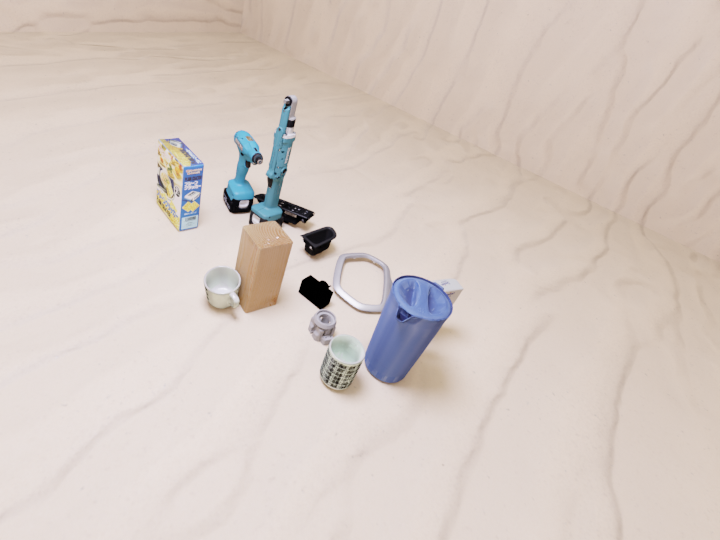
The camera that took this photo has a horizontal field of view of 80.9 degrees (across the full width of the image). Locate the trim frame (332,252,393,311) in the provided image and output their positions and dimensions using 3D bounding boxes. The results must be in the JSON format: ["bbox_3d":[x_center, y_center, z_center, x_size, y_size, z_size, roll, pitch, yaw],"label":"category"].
[{"bbox_3d":[0.011,0.028,1.227,0.183,0.027,0.254,15,37,-4],"label":"trim frame"}]

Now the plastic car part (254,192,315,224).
[{"bbox_3d":[-0.253,-0.197,1.374,0.207,0.066,0.066,26,37,10],"label":"plastic car part"}]

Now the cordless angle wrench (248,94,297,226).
[{"bbox_3d":[-0.238,-0.295,1.212,0.077,0.417,0.095,37,39,19],"label":"cordless angle wrench"}]

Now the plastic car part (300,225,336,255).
[{"bbox_3d":[-0.125,-0.082,1.276,0.069,0.070,0.113,40,41,25],"label":"plastic car part"}]

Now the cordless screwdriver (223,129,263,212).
[{"bbox_3d":[-0.354,-0.285,1.295,0.071,0.245,0.168,-8,45,-34],"label":"cordless screwdriver"}]
